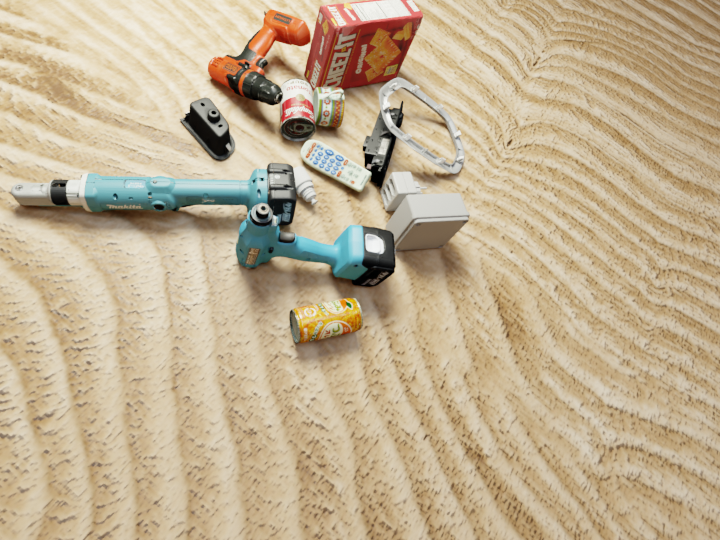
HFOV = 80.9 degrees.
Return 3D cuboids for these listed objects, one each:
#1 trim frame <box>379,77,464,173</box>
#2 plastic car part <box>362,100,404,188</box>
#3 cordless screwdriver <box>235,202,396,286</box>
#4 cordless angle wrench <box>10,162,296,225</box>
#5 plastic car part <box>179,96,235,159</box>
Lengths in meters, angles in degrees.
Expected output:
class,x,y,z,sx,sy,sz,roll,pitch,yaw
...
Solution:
class,x,y,z,sx,sy,sz,roll,pitch,yaw
trim frame,0.133,-0.297,0.866,0.237,0.028,0.187,26,58,-29
plastic car part,0.045,-0.263,0.855,0.069,0.063,0.204,12,61,17
cordless screwdriver,-0.064,-0.042,0.658,0.243,0.159,0.076,8,65,-15
cordless angle wrench,-0.317,-0.121,0.673,0.415,0.097,0.076,-1,64,-12
plastic car part,-0.270,-0.266,0.765,0.065,0.070,0.120,-34,75,-26
